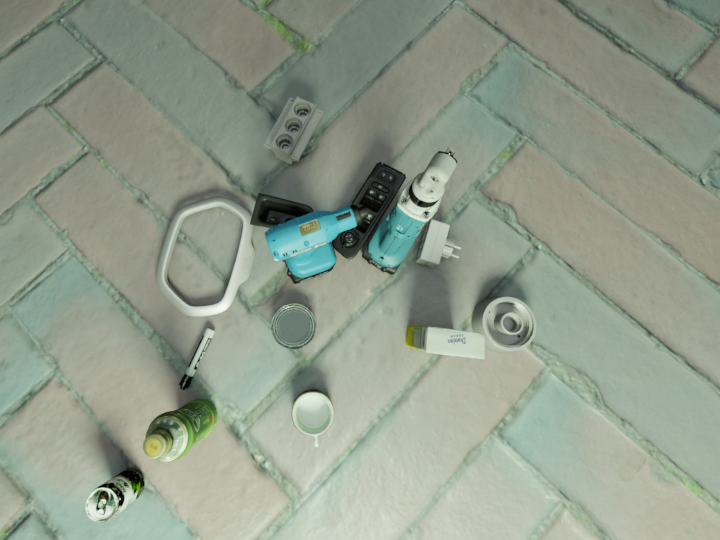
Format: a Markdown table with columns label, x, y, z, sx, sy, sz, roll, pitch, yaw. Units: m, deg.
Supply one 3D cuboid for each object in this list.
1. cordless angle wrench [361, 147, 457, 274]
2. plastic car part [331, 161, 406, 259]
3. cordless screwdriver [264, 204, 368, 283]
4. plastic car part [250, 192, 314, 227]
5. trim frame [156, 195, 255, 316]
| label | x | y | z | sx | sy | sz | roll | pitch | yaw |
| --- | --- | --- | --- | --- | --- | --- | --- | --- | --- |
| cordless angle wrench | 0.070 | -0.077 | 0.654 | 0.075 | 0.419 | 0.098 | 32 | 79 | 1 |
| plastic car part | 0.010 | -0.114 | 0.843 | 0.067 | 0.066 | 0.203 | 31 | 79 | 4 |
| cordless screwdriver | -0.072 | -0.047 | 0.737 | 0.158 | 0.246 | 0.075 | -20 | 82 | -7 |
| plastic car part | -0.151 | -0.103 | 0.841 | 0.117 | 0.070 | 0.066 | 13 | 79 | 2 |
| trim frame | -0.307 | -0.031 | 0.849 | 0.185 | 0.027 | 0.250 | 11 | 77 | 3 |
